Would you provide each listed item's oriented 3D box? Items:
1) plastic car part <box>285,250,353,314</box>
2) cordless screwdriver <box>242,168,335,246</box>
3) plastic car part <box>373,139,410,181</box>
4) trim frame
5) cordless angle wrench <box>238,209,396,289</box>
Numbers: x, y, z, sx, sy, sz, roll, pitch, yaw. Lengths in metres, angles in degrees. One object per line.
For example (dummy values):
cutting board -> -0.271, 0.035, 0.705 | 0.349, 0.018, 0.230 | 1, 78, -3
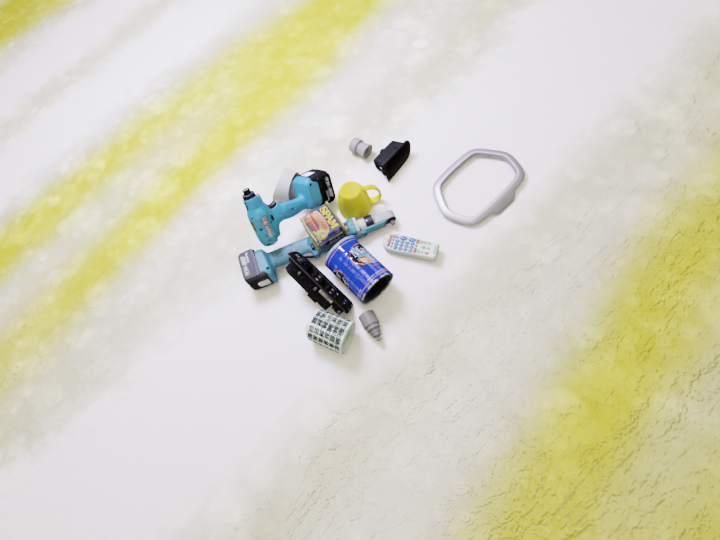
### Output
plastic car part -> -0.111, 0.034, 1.045 | 0.204, 0.065, 0.068 | 48, 119, 2
cordless screwdriver -> -0.189, -0.191, 1.103 | 0.245, 0.153, 0.078 | -39, 35, -26
plastic car part -> 0.081, -0.318, 1.182 | 0.075, 0.062, 0.116 | 27, 72, 35
trim frame -> 0.306, -0.222, 1.102 | 0.247, 0.026, 0.193 | -43, 64, -9
cordless angle wrench -> -0.109, -0.071, 1.113 | 0.423, 0.071, 0.102 | -22, 65, 1
